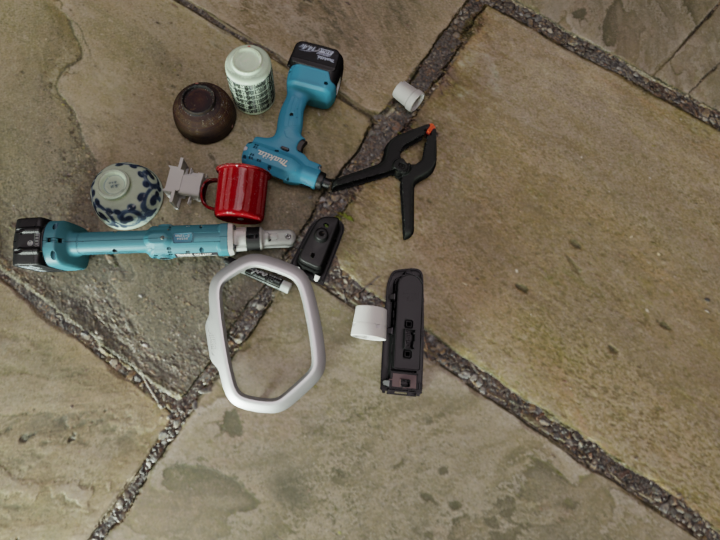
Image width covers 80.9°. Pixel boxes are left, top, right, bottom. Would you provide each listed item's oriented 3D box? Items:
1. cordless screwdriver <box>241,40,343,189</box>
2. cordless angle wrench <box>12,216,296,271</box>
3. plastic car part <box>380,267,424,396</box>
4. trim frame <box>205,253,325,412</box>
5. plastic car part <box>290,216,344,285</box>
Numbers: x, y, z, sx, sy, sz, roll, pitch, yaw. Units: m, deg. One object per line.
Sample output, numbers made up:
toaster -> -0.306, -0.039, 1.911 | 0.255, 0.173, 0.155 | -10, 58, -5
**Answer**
cordless screwdriver -> -0.091, -0.267, 0.749 | 0.160, 0.073, 0.249 | 21, 80, 3
cordless angle wrench -> -0.315, -0.046, 0.682 | 0.420, 0.097, 0.075 | -2, 81, -5
plastic car part -> 0.070, 0.090, 0.665 | 0.067, 0.065, 0.206 | 3, 73, 4
trim frame -> -0.153, 0.095, 0.665 | 0.184, 0.027, 0.251 | -12, 83, -1
plastic car part -> -0.068, -0.044, 0.691 | 0.066, 0.070, 0.117 | 23, 80, 0
